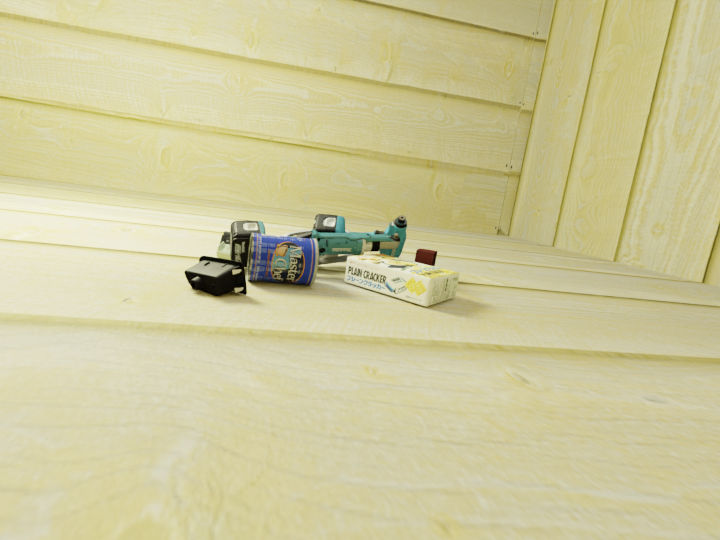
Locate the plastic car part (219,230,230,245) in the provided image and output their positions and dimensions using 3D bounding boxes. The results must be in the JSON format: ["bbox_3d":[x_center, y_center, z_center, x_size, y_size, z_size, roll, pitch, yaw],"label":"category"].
[{"bbox_3d":[-0.270,-0.048,1.105,0.210,0.067,0.064,11,-16,21],"label":"plastic car part"}]

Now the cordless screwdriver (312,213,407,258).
[{"bbox_3d":[-0.003,-0.102,1.130,0.250,0.155,0.076,9,53,2],"label":"cordless screwdriver"}]

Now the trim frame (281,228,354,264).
[{"bbox_3d":[-0.111,-0.075,1.221,0.242,0.027,0.194,-10,41,-21],"label":"trim frame"}]

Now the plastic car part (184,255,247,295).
[{"bbox_3d":[-0.276,0.015,0.780,0.122,0.064,0.069,9,24,26],"label":"plastic car part"}]

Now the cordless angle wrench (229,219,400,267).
[{"bbox_3d":[-0.101,-0.066,1.029,0.412,0.096,0.078,-1,38,-16],"label":"cordless angle wrench"}]
